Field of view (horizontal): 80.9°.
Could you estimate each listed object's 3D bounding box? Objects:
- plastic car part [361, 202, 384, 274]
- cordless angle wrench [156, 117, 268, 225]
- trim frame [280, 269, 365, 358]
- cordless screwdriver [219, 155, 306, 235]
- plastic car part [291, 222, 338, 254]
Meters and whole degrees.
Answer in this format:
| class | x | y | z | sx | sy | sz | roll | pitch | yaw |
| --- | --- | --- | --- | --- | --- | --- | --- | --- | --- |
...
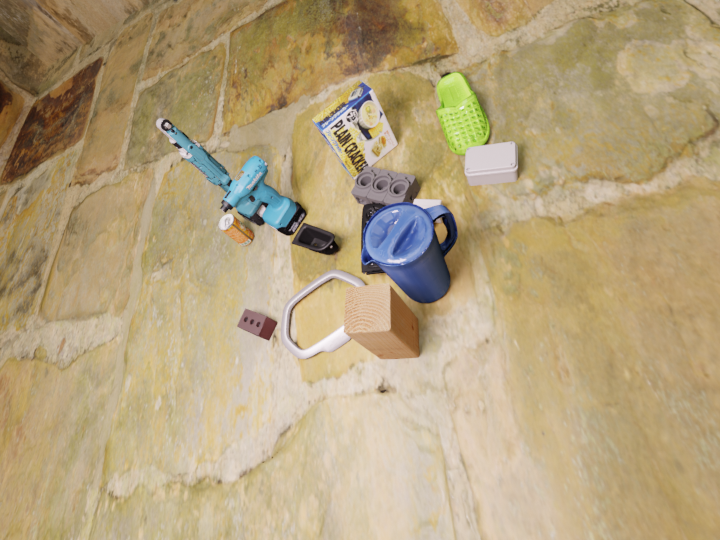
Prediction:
| class | x | y | z | sx | sy | sz | roll | pitch | yaw |
| --- | --- | --- | --- | --- | --- | --- | --- | --- | --- |
| plastic car part | 0.040 | -0.075 | 1.024 | 0.068 | 0.063 | 0.208 | -13 | 60 | 20 |
| cordless angle wrench | -0.384 | -0.258 | 1.129 | 0.103 | 0.400 | 0.074 | 26 | 78 | 33 |
| trim frame | -0.090 | 0.104 | 1.020 | 0.249 | 0.026 | 0.193 | -36 | 54 | 6 |
| cordless screwdriver | -0.256 | -0.170 | 1.119 | 0.078 | 0.235 | 0.159 | 29 | 80 | 33 |
| plastic car part | -0.107 | -0.070 | 1.094 | 0.123 | 0.067 | 0.066 | 21 | 75 | 33 |
